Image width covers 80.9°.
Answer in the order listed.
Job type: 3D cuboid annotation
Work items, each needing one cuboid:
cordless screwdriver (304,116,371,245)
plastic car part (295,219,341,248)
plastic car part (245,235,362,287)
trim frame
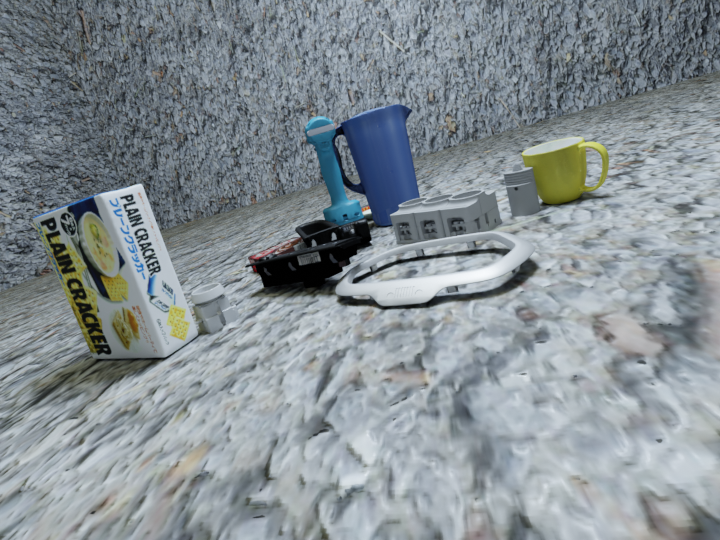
[{"bbox_3d":[-0.053,-0.168,0.819,0.074,0.244,0.162,-17,13,-3],"label":"cordless screwdriver"},{"bbox_3d":[-0.074,-0.048,0.757,0.065,0.069,0.120,-20,15,-13],"label":"plastic car part"},{"bbox_3d":[-0.090,-0.008,0.643,0.212,0.066,0.065,-5,18,37],"label":"plastic car part"},{"bbox_3d":[0.083,-0.005,0.530,0.259,0.027,0.180,-7,19,32],"label":"trim frame"}]
